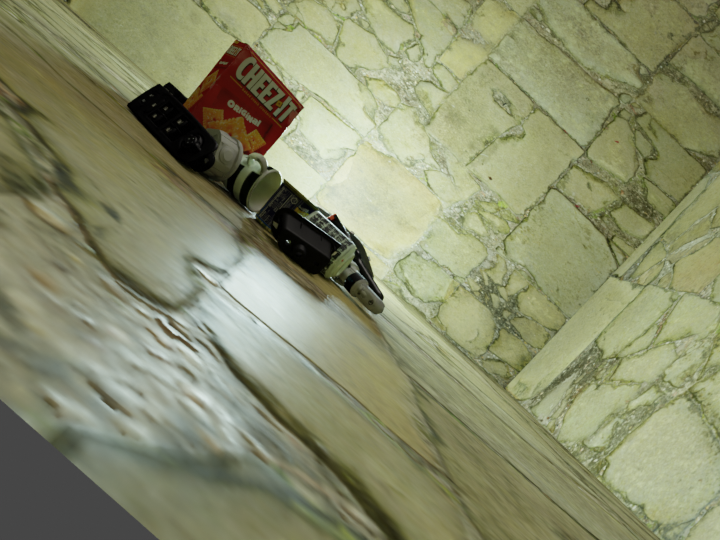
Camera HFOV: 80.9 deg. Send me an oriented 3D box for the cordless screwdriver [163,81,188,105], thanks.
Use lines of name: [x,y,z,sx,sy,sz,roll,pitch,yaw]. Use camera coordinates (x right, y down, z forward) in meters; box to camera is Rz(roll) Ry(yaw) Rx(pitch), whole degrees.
cordless screwdriver: [-0.335,-0.281,0.897,0.168,0.074,0.235,44,-1,43]

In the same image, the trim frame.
trim frame: [-0.055,-0.058,1.025,0.260,0.027,0.179,40,-32,26]

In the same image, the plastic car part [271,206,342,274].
plastic car part: [-0.089,-0.036,0.646,0.112,0.066,0.073,37,19,-24]

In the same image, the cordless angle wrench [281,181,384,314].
cordless angle wrench: [-0.085,-0.056,0.871,0.447,0.074,0.092,47,5,41]

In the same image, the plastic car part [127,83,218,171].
plastic car part: [-0.290,-0.216,0.665,0.213,0.065,0.064,42,-23,30]
